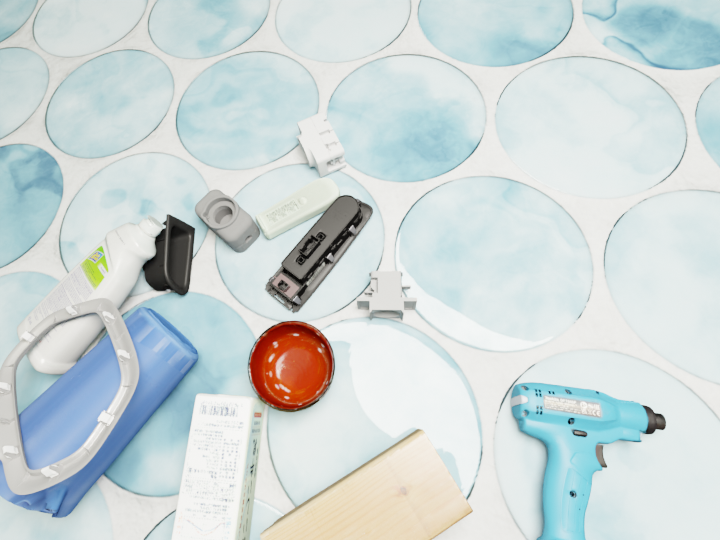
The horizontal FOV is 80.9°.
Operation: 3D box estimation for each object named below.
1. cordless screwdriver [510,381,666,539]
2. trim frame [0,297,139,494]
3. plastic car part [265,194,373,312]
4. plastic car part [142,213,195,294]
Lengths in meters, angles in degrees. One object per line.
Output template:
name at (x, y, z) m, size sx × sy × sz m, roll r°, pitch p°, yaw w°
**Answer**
cordless screwdriver at (0.255, 0.257, 0.456) m, size 0.162 × 0.072 × 0.253 m, roll 4°, pitch 65°, yaw 9°
trim frame at (-0.354, 0.129, 0.496) m, size 0.183 × 0.026 × 0.263 m, roll -40°, pitch 52°, yaw -11°
plastic car part at (-0.061, -0.040, 0.628) m, size 0.069 × 0.064 × 0.202 m, roll 33°, pitch 73°, yaw 24°
plastic car part at (-0.306, -0.019, 0.658) m, size 0.073 × 0.063 × 0.119 m, roll -8°, pitch 71°, yaw 19°
